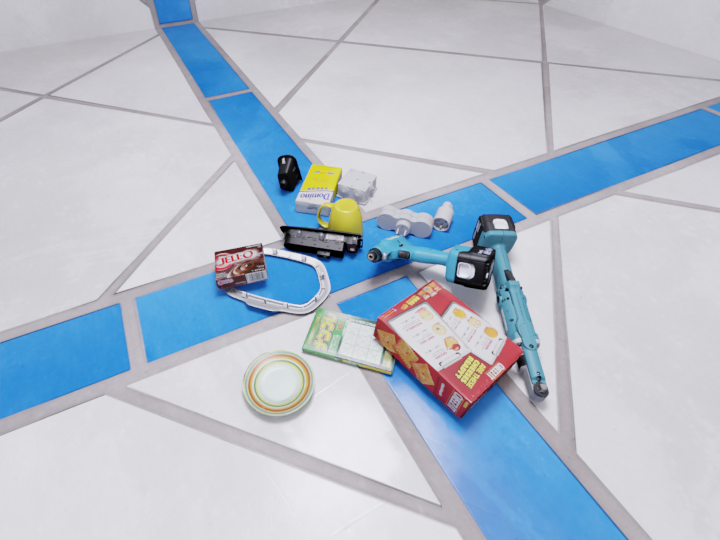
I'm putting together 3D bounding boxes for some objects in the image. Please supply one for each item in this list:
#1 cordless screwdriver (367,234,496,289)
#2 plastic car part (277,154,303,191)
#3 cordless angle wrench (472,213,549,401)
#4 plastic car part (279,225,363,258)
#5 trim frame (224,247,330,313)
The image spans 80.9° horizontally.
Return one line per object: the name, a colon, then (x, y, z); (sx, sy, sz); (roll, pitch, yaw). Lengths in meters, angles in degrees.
cordless screwdriver: (0.146, -0.023, 0.896); (0.261, 0.073, 0.154); (14, 18, 29)
plastic car part: (-0.206, -0.263, 1.181); (0.067, 0.113, 0.072); (9, 70, 6)
cordless angle wrench: (0.310, 0.058, 0.868); (0.074, 0.095, 0.435); (1, 50, -1)
plastic car part: (-0.099, -0.065, 1.016); (0.207, 0.064, 0.068); (12, 72, 11)
trim frame: (-0.189, 0.019, 0.954); (0.254, 0.027, 0.186); (13, 48, 12)
